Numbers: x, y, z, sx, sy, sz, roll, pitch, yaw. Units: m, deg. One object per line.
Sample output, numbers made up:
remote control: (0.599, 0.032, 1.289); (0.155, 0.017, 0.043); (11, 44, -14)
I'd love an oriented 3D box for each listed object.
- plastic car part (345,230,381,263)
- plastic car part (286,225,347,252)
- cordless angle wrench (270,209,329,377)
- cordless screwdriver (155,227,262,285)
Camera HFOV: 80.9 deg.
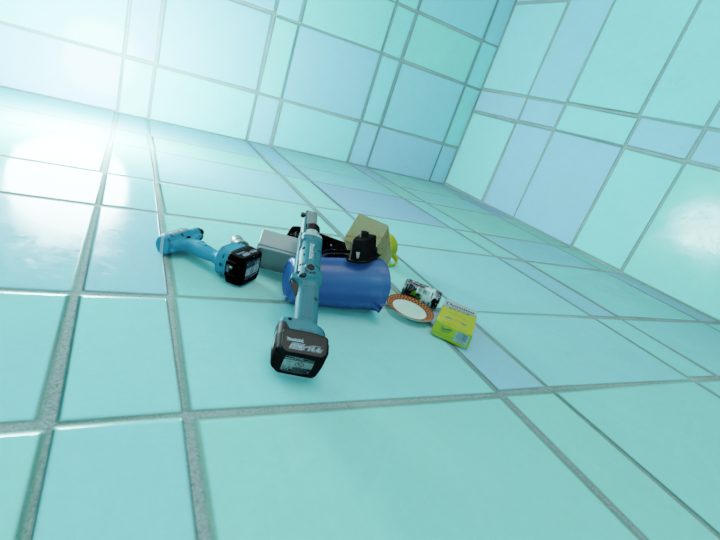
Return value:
plastic car part: (0.008, -0.061, 1.017); (0.068, 0.070, 0.114); (10, 12, 17)
plastic car part: (-0.123, -0.081, 1.262); (0.206, 0.066, 0.066); (20, 11, 8)
cordless angle wrench: (-0.113, 0.012, 0.882); (0.096, 0.073, 0.436); (12, 43, -13)
cordless screwdriver: (-0.364, -0.051, 1.060); (0.256, 0.073, 0.157); (18, 21, 14)
